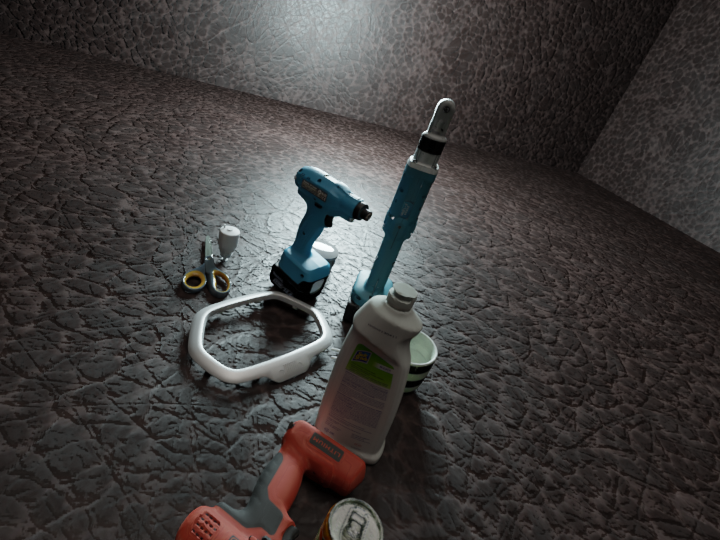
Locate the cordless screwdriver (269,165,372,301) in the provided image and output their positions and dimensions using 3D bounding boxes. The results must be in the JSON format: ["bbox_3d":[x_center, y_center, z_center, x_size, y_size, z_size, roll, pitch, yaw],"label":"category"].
[{"bbox_3d":[-0.076,-0.049,0.773,0.167,0.246,0.071,36,32,28],"label":"cordless screwdriver"}]

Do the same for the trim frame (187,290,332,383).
[{"bbox_3d":[-0.160,0.103,0.692,0.238,0.027,0.194,-13,42,-42],"label":"trim frame"}]

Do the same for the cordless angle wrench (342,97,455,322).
[{"bbox_3d":[0.068,-0.084,0.732,0.075,0.418,0.098,21,28,1],"label":"cordless angle wrench"}]
